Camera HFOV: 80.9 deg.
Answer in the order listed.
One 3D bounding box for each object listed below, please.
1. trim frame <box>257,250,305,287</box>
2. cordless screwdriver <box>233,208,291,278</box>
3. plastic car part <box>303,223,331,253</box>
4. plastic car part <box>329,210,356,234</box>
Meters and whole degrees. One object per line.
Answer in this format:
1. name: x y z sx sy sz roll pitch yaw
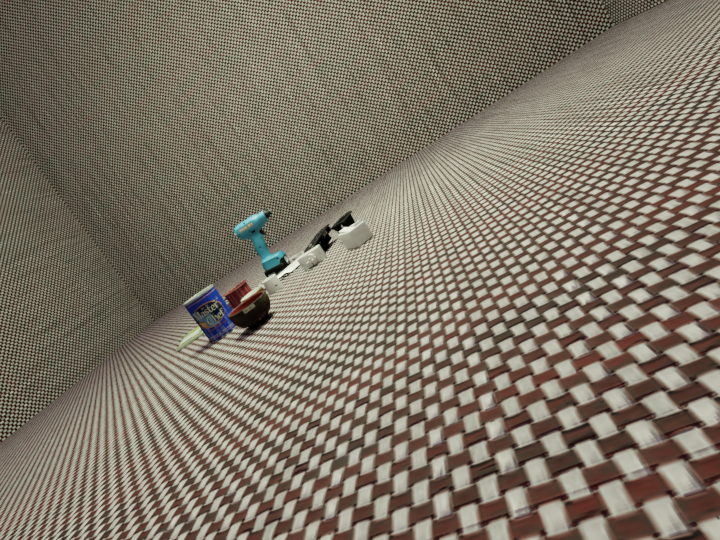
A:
1. trim frame: -0.293 0.000 1.593 0.190 0.027 0.245 -18 20 50
2. cordless screwdriver: -0.339 -0.095 1.564 0.161 0.245 0.074 -32 8 13
3. plastic car part: -0.146 -0.096 1.494 0.068 0.066 0.202 -29 13 25
4. plastic car part: -0.045 -0.152 1.443 0.068 0.070 0.115 -27 13 34
